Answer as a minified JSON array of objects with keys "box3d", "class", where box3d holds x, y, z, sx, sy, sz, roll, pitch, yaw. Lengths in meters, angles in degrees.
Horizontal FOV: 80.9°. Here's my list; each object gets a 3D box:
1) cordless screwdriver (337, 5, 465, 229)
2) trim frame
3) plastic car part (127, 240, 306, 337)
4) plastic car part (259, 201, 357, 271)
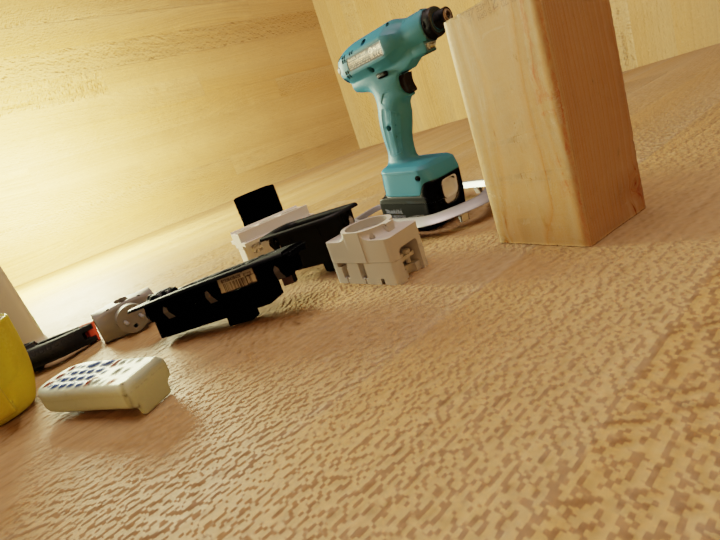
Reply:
[{"box3d":[0.069,-0.176,0.520,0.072,0.243,0.167,-28,17,-34],"class":"cordless screwdriver"},{"box3d":[0.083,-0.087,0.596,0.180,0.027,0.260,-29,20,-25],"class":"trim frame"},{"box3d":[-0.149,0.026,0.448,0.207,0.065,0.066,-15,16,16],"class":"plastic car part"},{"box3d":[-0.050,-0.033,0.509,0.121,0.069,0.065,-9,18,31],"class":"plastic car part"}]
